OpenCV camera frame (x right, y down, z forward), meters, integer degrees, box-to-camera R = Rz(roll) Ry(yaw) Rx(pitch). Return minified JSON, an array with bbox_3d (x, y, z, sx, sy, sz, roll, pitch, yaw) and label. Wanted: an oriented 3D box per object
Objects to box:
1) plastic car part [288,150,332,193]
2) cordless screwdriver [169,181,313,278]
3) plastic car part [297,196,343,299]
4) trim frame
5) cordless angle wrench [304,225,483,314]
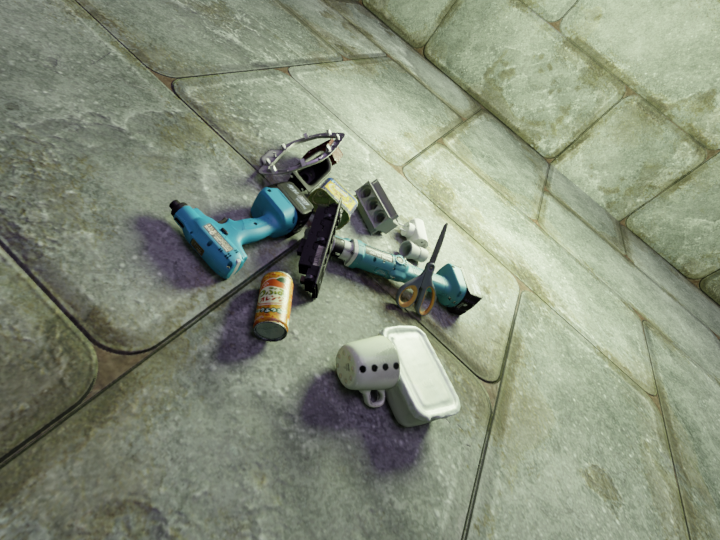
[{"bbox_3d":[-0.120,-0.217,0.962,0.065,0.073,0.115,50,49,-11],"label":"plastic car part"},{"bbox_3d":[-0.209,-0.098,0.768,0.162,0.075,0.244,44,41,7],"label":"cordless screwdriver"},{"bbox_3d":[-0.078,-0.051,0.795,0.069,0.064,0.205,12,61,12],"label":"plastic car part"},{"bbox_3d":[-0.134,-0.272,0.957,0.250,0.190,0.026,-68,145,-49],"label":"trim frame"},{"bbox_3d":[0.071,-0.008,0.908,0.408,0.074,0.101,19,42,-20],"label":"cordless angle wrench"}]
